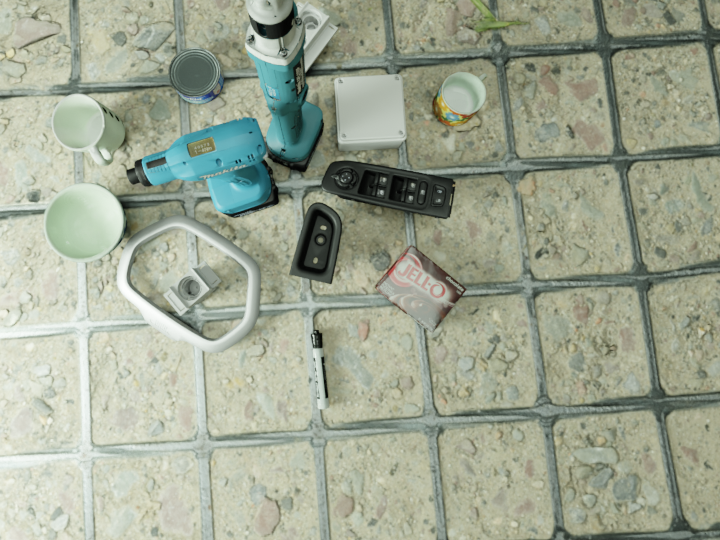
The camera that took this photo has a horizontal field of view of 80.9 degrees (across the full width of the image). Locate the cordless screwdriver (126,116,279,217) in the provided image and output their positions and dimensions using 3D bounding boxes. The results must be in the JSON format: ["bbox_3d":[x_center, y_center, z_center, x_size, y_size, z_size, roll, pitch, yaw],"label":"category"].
[{"bbox_3d":[-0.197,-0.126,0.580,0.159,0.249,0.075,-17,90,-5],"label":"cordless screwdriver"}]

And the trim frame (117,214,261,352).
[{"bbox_3d":[-0.273,0.021,0.677,0.250,0.027,0.184,32,85,3],"label":"trim frame"}]

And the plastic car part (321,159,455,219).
[{"bbox_3d":[0.040,-0.129,0.671,0.203,0.067,0.066,12,86,1],"label":"plastic car part"}]

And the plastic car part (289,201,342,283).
[{"bbox_3d":[-0.065,-0.042,0.661,0.066,0.071,0.117,13,85,-2],"label":"plastic car part"}]

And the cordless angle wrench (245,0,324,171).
[{"bbox_3d":[-0.089,-0.219,0.502,0.074,0.423,0.098,23,86,-4],"label":"cordless angle wrench"}]
